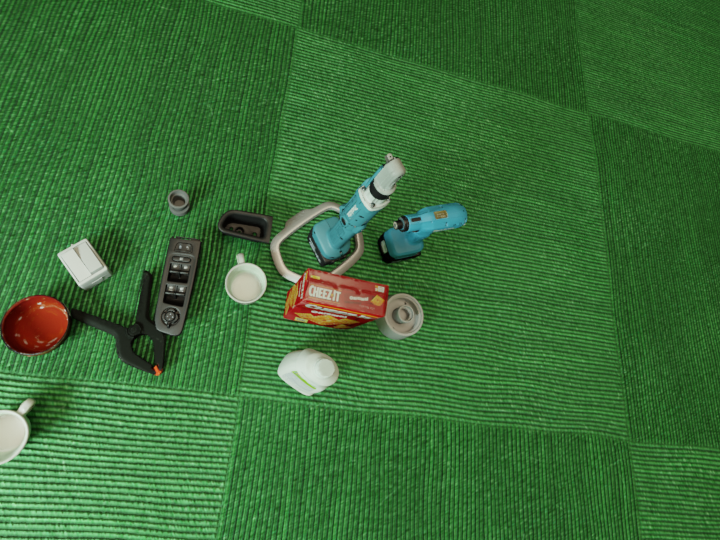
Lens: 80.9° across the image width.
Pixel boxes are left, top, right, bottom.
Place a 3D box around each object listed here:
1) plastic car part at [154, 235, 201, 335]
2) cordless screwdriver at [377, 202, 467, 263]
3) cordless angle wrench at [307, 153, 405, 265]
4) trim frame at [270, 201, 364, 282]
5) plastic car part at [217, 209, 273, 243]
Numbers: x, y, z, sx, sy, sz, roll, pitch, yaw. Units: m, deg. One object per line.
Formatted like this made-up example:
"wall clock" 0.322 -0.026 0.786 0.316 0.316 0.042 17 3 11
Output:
"plastic car part" -0.382 0.034 0.882 0.065 0.067 0.206 9 71 -15
"cordless screwdriver" 0.107 -0.080 0.953 0.155 0.251 0.075 -11 80 -21
"cordless angle wrench" -0.013 -0.107 0.834 0.073 0.427 0.099 -24 85 -24
"trim frame" -0.099 -0.065 1.013 0.245 0.028 0.185 -39 86 -23
"plastic car part" -0.263 -0.094 0.954 0.114 0.071 0.067 10 72 -14
